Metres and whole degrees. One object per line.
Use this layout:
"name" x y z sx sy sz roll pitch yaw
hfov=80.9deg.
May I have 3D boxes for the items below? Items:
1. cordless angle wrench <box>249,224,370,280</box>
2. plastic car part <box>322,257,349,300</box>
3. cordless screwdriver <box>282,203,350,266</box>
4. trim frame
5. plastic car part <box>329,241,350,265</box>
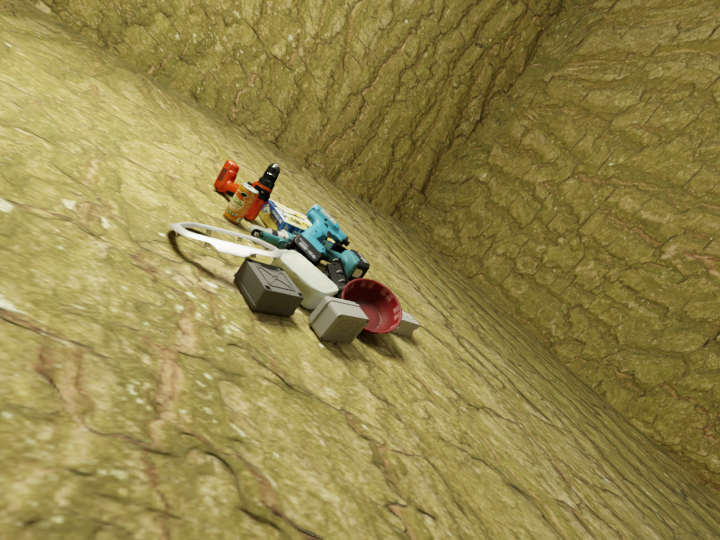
"cordless angle wrench" -0.149 -0.060 1.258 0.400 0.074 0.103 19 22 -39
"plastic car part" -0.070 0.025 1.165 0.065 0.066 0.211 18 19 -22
"cordless screwdriver" -0.116 -0.076 1.187 0.156 0.075 0.250 41 35 -11
"trim frame" -0.288 -0.064 0.919 0.239 0.027 0.192 15 8 -24
"plastic car part" -0.071 -0.052 1.437 0.111 0.066 0.075 30 1 -32
